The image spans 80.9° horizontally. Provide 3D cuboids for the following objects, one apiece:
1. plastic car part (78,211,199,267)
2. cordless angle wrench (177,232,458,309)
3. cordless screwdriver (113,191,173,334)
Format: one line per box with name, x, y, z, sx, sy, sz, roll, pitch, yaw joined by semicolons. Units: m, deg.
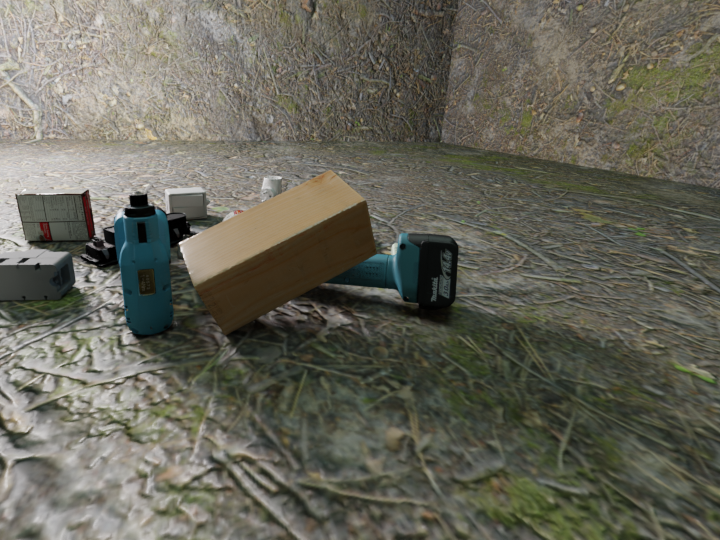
plastic car part;-0.379;-0.064;0.740;0.069;0.066;0.196;8;18;31
cordless angle wrench;-0.083;-0.013;0.612;0.435;0.098;0.072;5;0;17
cordless screwdriver;-0.287;-0.041;0.557;0.072;0.156;0.262;-6;21;-26
